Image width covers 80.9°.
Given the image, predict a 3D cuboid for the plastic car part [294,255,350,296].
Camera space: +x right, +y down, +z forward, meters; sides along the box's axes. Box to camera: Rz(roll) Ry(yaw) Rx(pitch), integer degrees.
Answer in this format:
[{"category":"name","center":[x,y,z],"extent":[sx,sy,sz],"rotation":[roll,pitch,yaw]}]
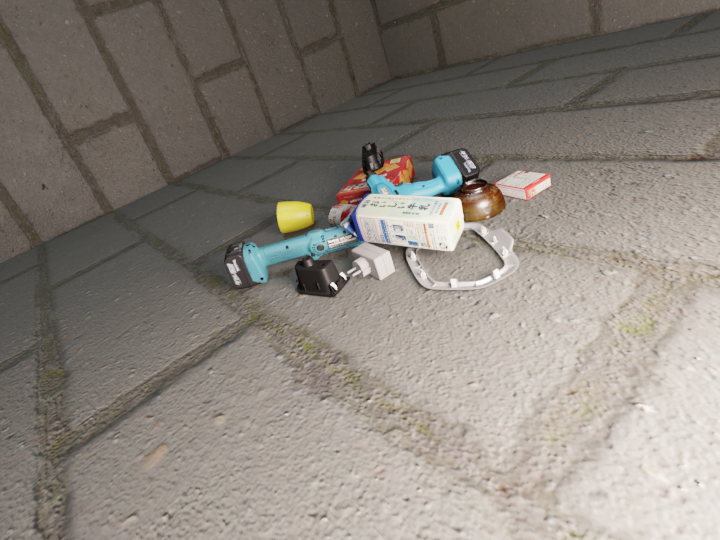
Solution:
[{"category":"plastic car part","center":[-0.091,0.006,0.850],"extent":[0.122,0.068,0.065],"rotation":[4,33,34]}]

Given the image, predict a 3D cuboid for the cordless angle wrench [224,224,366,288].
[{"category":"cordless angle wrench","center":[-0.093,-0.061,0.956],"extent":[0.425,0.094,0.077],"rotation":[-15,29,4]}]

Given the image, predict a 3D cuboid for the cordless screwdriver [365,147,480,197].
[{"category":"cordless screwdriver","center":[0.144,-0.219,1.021],"extent":[0.247,0.071,0.166],"rotation":[-25,62,-5]}]

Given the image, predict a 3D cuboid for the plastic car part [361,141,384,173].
[{"category":"plastic car part","center":[0.033,-0.335,1.236],"extent":[0.067,0.064,0.208],"rotation":[-11,32,7]}]

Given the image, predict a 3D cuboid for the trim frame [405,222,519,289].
[{"category":"trim frame","center":[0.182,-0.034,0.782],"extent":[0.185,0.026,0.255],"rotation":[-18,26,4]}]
